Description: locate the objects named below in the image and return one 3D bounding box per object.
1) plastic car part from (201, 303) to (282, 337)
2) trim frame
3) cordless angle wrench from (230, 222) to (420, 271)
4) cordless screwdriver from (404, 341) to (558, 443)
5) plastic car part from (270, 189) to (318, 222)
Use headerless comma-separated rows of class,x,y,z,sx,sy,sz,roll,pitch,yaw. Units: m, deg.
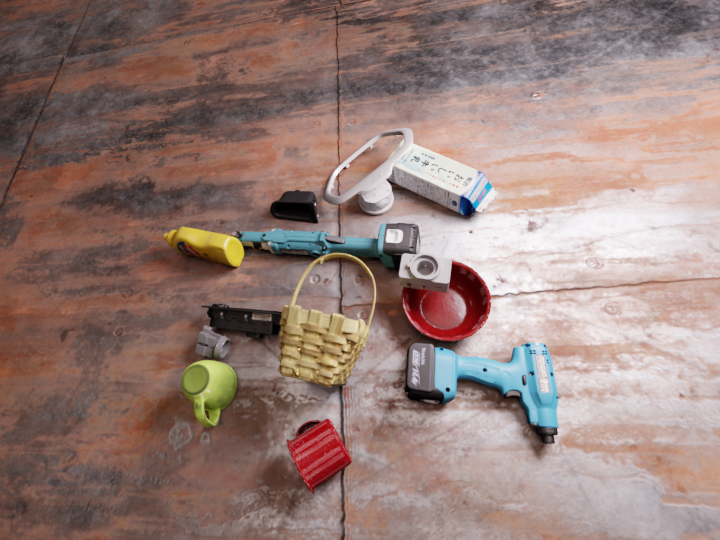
plastic car part,-0.233,0.103,0.880,0.208,0.065,0.067,8,91,14
trim frame,0.014,-0.238,0.961,0.250,0.026,0.192,-36,34,10
cordless angle wrench,-0.090,-0.059,0.918,0.436,0.093,0.075,4,65,18
cordless screwdriver,0.203,0.203,0.724,0.252,0.072,0.163,0,64,8
plastic car part,-0.150,-0.161,0.998,0.120,0.063,0.071,9,51,19
